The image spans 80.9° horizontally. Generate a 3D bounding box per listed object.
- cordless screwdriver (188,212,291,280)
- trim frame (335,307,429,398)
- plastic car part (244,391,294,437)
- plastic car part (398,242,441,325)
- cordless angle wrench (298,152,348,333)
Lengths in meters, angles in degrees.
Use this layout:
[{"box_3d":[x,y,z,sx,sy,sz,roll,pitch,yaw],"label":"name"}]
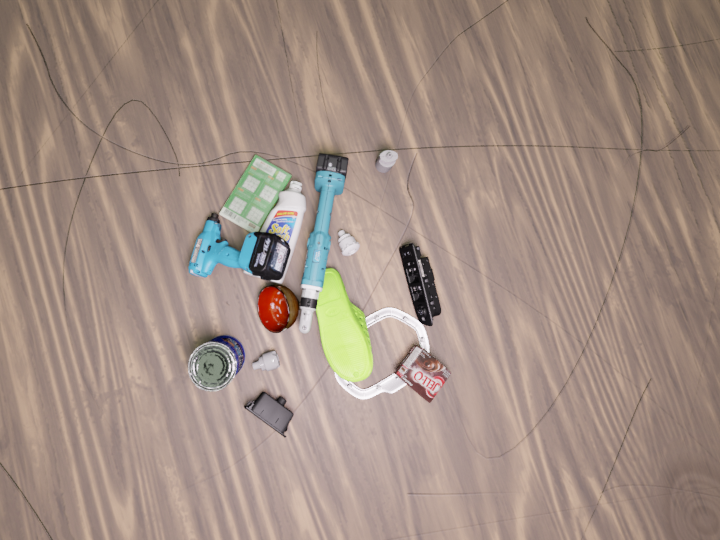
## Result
[{"box_3d":[-0.282,-0.058,0.974,0.259,0.070,0.161,3,72,28],"label":"cordless screwdriver"},{"box_3d":[0.050,0.202,1.028,0.247,0.027,0.185,-31,87,-7],"label":"trim frame"},{"box_3d":[-0.207,0.327,0.991,0.116,0.066,0.071,34,69,-3],"label":"plastic car part"},{"box_3d":[0.151,0.033,1.035,0.064,0.068,0.205,-5,81,-32],"label":"plastic car part"},{"box_3d":[-0.098,-0.064,1.000,0.074,0.097,0.426,9,80,-2],"label":"cordless angle wrench"}]
